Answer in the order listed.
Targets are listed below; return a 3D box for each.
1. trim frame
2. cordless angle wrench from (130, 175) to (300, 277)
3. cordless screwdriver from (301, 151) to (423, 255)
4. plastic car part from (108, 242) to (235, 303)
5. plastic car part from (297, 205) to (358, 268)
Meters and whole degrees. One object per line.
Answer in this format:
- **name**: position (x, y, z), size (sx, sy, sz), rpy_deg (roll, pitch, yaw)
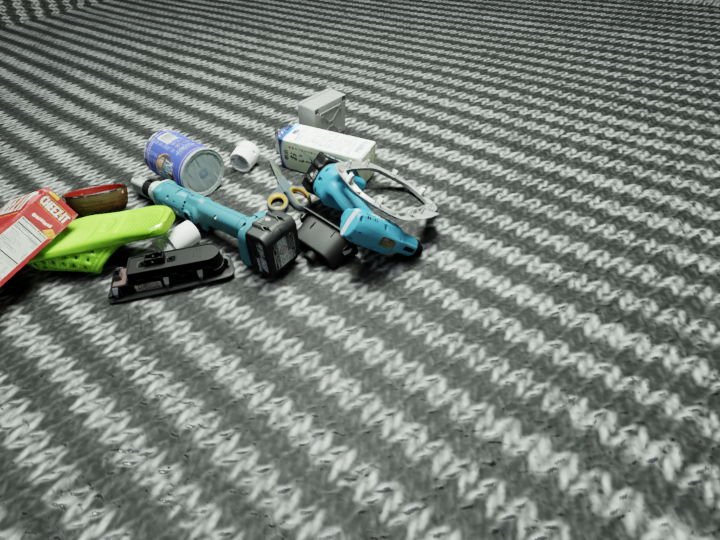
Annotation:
- **trim frame**: position (0.054, -0.145, 0.749), size (0.190, 0.027, 0.241), rpy_deg (39, 26, 16)
- **cordless angle wrench**: position (-0.297, -0.110, 0.777), size (0.445, 0.094, 0.073), rpy_deg (24, 48, 29)
- **cordless screwdriver**: position (0.000, -0.113, 0.749), size (0.151, 0.074, 0.262), rpy_deg (17, 25, -36)
- **plastic car part**: position (-0.310, -0.006, 0.692), size (0.200, 0.065, 0.069), rpy_deg (-9, 38, -9)
- **plastic car part**: position (-0.070, -0.046, 0.718), size (0.122, 0.063, 0.070), rpy_deg (36, 71, 28)
